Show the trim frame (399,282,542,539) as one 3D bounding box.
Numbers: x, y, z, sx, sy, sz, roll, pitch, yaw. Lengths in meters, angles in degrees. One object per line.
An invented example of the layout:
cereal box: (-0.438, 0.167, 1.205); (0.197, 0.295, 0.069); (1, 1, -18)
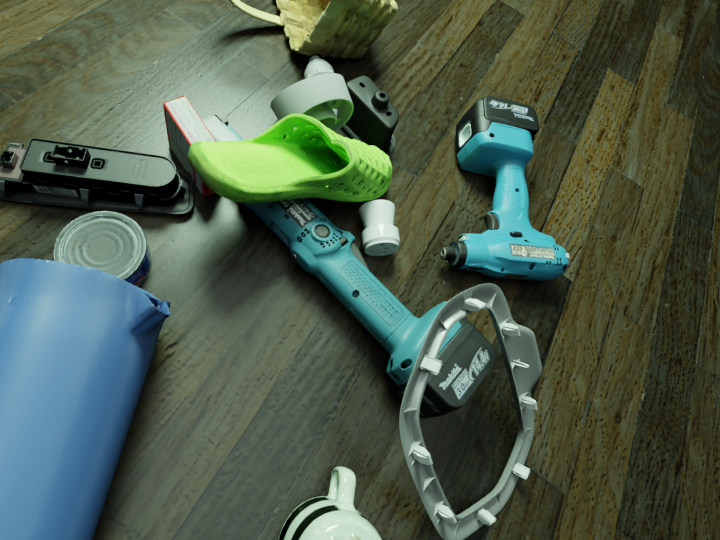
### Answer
trim frame: (0.109, 0.129, 0.378); (0.181, 0.029, 0.240); (-37, 116, -32)

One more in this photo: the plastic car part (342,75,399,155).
plastic car part: (0.013, -0.216, 0.572); (0.065, 0.070, 0.120); (-34, 75, -25)

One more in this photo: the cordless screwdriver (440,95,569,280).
cordless screwdriver: (0.171, -0.110, 0.561); (0.156, 0.074, 0.254); (4, 68, -13)

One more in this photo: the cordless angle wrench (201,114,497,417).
cordless angle wrench: (-0.046, -0.030, 0.470); (0.433, 0.074, 0.096); (45, 60, 12)

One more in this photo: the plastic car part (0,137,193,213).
plastic car part: (-0.282, -0.106, 0.453); (0.198, 0.067, 0.068); (7, 58, -14)
